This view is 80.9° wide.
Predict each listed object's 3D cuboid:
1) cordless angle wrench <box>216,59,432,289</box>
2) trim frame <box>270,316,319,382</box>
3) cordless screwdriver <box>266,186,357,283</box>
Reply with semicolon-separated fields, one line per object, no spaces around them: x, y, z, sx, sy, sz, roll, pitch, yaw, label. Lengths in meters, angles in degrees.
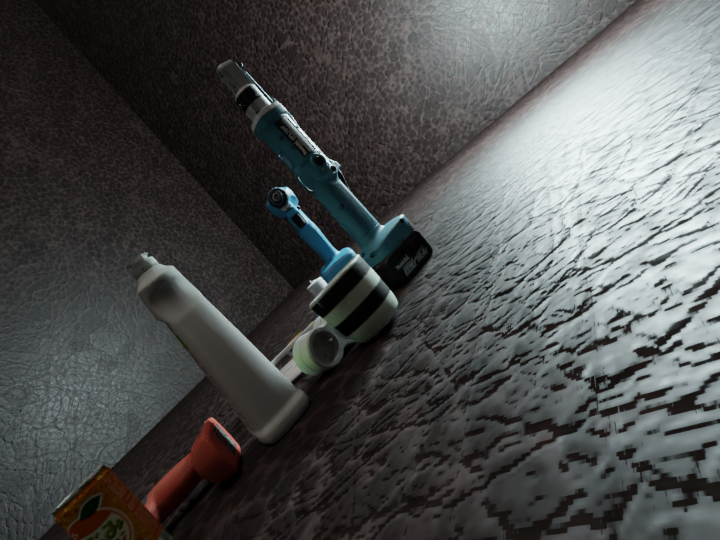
-0.069;-0.152;0.637;0.097;0.423;0.075;-42;0;-30;cordless angle wrench
-0.104;0.137;0.688;0.249;0.027;0.184;-41;6;7;trim frame
-0.072;-0.047;0.738;0.074;0.249;0.159;-42;2;-1;cordless screwdriver
